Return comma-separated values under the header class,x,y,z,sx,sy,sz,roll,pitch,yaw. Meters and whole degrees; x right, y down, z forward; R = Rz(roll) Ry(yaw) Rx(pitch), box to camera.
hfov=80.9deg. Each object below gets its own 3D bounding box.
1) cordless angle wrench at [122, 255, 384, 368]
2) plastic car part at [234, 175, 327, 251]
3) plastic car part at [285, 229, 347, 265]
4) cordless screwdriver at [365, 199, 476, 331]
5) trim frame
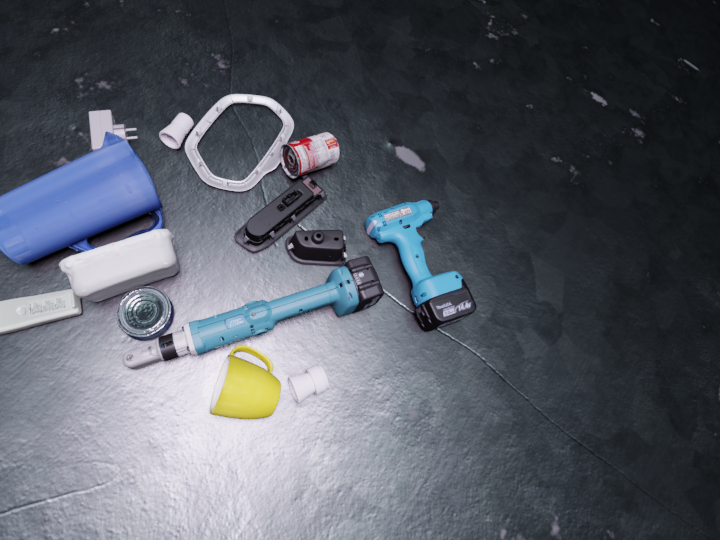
class,x,y,z,sx,sy,sz,roll,pitch,yaw
cordless angle wrench,-0.170,0.079,0.696,0.416,0.097,0.076,-18,72,-14
plastic car part,-0.146,-0.111,0.794,0.066,0.068,0.201,47,70,-2
plastic car part,-0.076,-0.050,0.775,0.114,0.071,0.067,2,68,-15
cordless screwdriver,0.131,-0.022,0.805,0.156,0.073,0.256,-20,70,-19
trim frame,-0.239,-0.267,0.855,0.184,0.027,0.249,28,64,0
